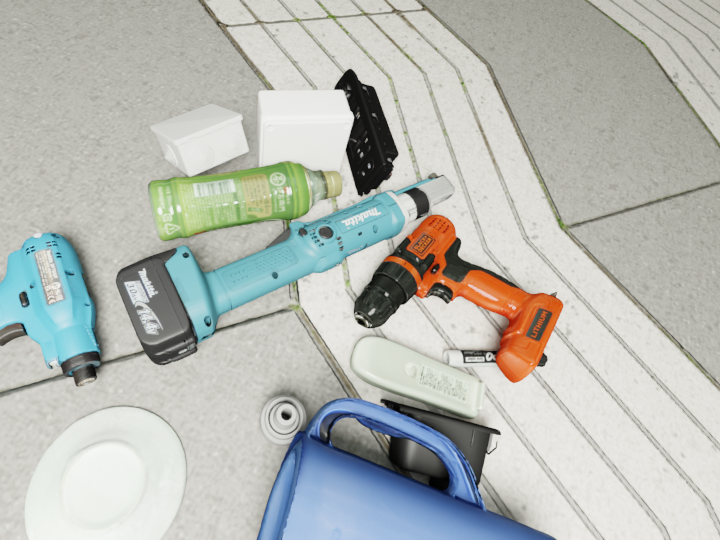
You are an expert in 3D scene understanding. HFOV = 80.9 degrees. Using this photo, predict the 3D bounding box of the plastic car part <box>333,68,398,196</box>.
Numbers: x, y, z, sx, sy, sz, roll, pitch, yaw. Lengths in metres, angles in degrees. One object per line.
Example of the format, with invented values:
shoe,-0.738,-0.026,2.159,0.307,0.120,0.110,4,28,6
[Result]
plastic car part,0.010,-0.203,0.596,0.065,0.066,0.210,-5,62,-26

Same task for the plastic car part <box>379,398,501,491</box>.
plastic car part,0.075,0.173,0.406,0.116,0.066,0.071,19,75,-4

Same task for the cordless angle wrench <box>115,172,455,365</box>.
cordless angle wrench,-0.048,-0.031,0.489,0.413,0.074,0.101,-26,70,-24

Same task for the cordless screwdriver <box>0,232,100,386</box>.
cordless screwdriver,-0.370,0.072,0.373,0.242,0.074,0.165,-23,68,-25
